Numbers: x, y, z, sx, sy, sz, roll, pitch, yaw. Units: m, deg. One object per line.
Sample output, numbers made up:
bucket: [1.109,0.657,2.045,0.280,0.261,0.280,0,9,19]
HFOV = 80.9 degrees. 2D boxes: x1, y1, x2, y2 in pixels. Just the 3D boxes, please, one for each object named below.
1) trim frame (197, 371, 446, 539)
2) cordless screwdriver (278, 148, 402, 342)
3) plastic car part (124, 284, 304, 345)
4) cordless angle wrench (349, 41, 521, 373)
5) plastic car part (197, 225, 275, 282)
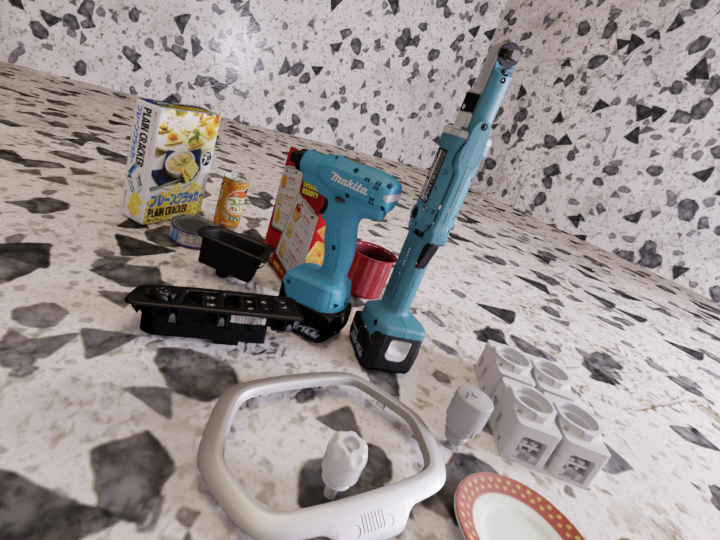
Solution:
trim frame: [-0.032,0.166,0.407,0.237,0.027,0.195,3,26,-34]
cordless screwdriver: [-0.057,-0.037,0.586,0.166,0.246,0.072,28,21,21]
plastic car part: [-0.176,0.054,0.513,0.197,0.066,0.069,12,22,-17]
cordless angle wrench: [0.092,-0.065,0.534,0.072,0.419,0.102,14,21,-19]
plastic car part: [-0.204,-0.020,0.670,0.117,0.070,0.066,19,20,0]
